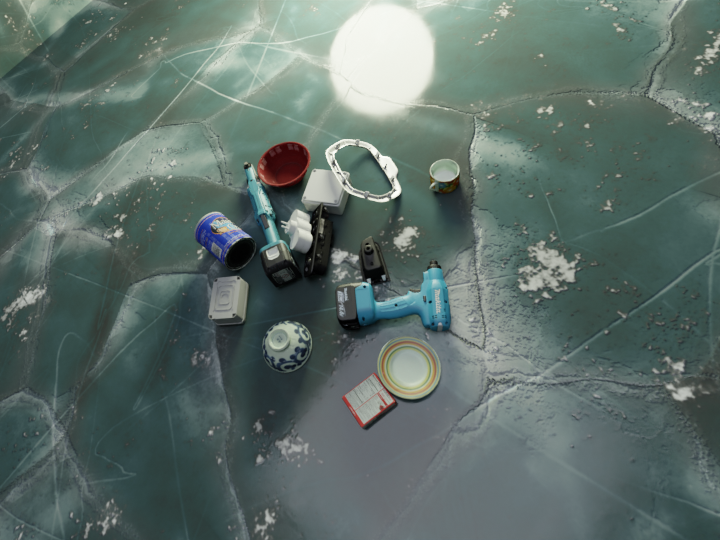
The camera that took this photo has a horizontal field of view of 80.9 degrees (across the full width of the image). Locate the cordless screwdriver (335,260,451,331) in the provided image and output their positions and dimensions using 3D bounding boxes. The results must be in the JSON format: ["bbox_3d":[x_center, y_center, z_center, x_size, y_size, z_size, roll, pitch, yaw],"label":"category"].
[{"bbox_3d":[0.070,0.057,0.955,0.253,0.071,0.163,-3,63,10],"label":"cordless screwdriver"}]

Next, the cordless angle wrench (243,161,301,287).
[{"bbox_3d":[-0.263,-0.150,1.157,0.074,0.093,0.443,-25,55,0],"label":"cordless angle wrench"}]

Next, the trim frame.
[{"bbox_3d":[0.010,-0.275,1.136,0.178,0.027,0.260,-10,54,-25],"label":"trim frame"}]

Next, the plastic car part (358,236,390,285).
[{"bbox_3d":[0.025,-0.030,1.015,0.066,0.068,0.120,-14,63,4],"label":"plastic car part"}]

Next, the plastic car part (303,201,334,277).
[{"bbox_3d":[-0.105,-0.069,1.078,0.068,0.064,0.206,-30,43,51],"label":"plastic car part"}]
